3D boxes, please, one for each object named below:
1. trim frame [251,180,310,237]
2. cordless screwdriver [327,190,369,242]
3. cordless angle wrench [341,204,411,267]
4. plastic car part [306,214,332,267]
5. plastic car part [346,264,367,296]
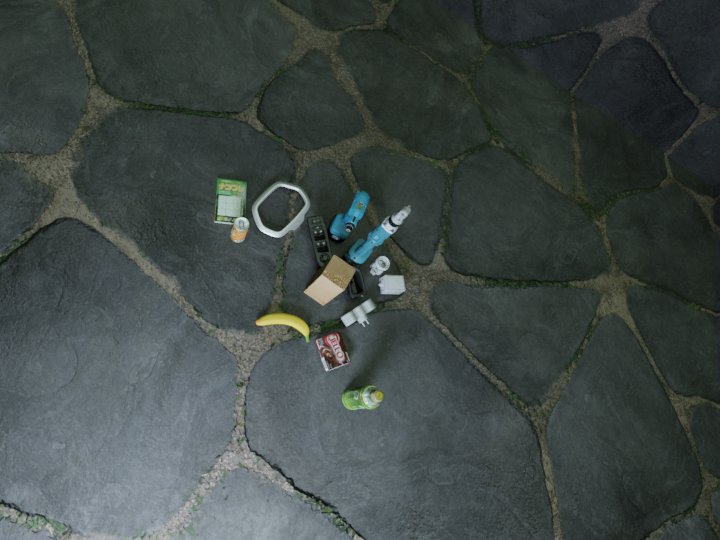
[{"bbox_3d":[-0.297,-0.232,1.592,0.184,0.028,0.247,38,61,-1],"label":"trim frame"},{"bbox_3d":[-0.054,-0.168,1.524,0.073,0.251,0.160,28,63,-12],"label":"cordless screwdriver"},{"bbox_3d":[0.055,-0.114,1.439,0.074,0.427,0.097,43,61,-5],"label":"cordless angle wrench"},{"bbox_3d":[-0.153,-0.100,1.564,0.064,0.067,0.208,-8,72,-24],"label":"plastic car part"},{"bbox_3d":[-0.028,0.044,1.545,0.064,0.071,0.119,-5,71,-24],"label":"plastic car part"}]
